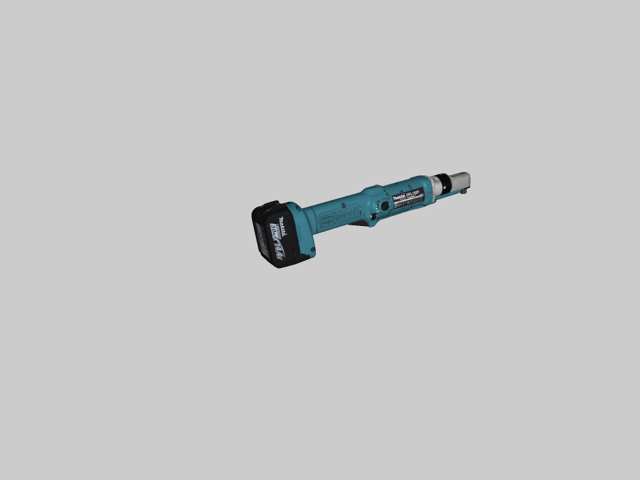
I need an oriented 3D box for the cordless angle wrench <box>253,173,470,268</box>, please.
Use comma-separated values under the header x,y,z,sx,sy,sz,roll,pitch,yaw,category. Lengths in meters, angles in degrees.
x,y,z,sx,sy,sz,roll,pitch,yaw,category
0.096,-0.061,0.734,0.422,0.098,0.074,-17,21,-22,cordless angle wrench
